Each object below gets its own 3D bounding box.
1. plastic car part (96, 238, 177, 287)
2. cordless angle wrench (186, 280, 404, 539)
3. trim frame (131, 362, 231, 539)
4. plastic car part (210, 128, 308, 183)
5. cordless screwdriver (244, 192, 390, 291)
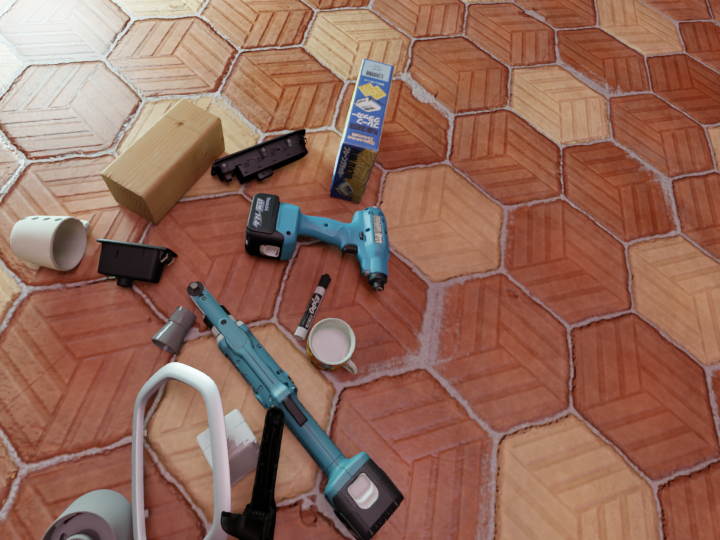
[{"bbox_3d":[-0.364,-0.008,0.677,0.116,0.065,0.072,5,78,-3],"label":"plastic car part"},{"bbox_3d":[-0.122,0.172,0.607,0.073,0.096,0.438,-37,70,-24],"label":"cordless angle wrench"},{"bbox_3d":[-0.230,0.240,0.524,0.188,0.026,0.256,-24,65,22],"label":"trim frame"},{"bbox_3d":[-0.179,-0.213,0.802,0.199,0.067,0.068,-33,85,-22],"label":"plastic car part"},{"bbox_3d":[-0.071,-0.046,0.721,0.245,0.073,0.164,5,57,-10],"label":"cordless screwdriver"}]
